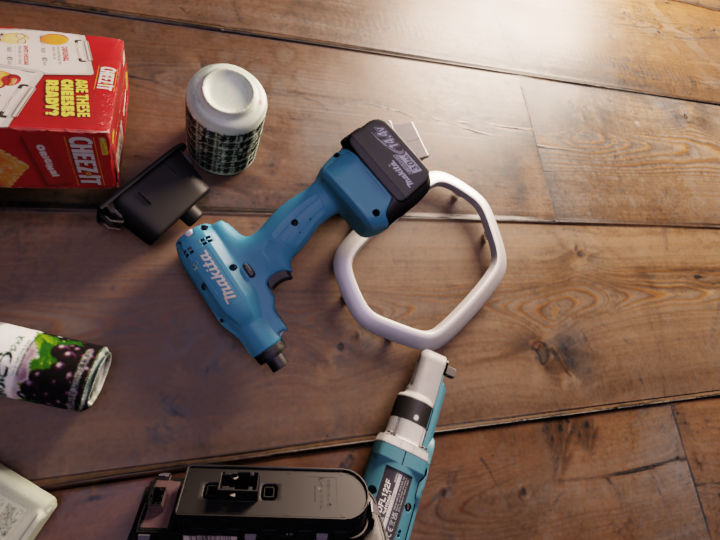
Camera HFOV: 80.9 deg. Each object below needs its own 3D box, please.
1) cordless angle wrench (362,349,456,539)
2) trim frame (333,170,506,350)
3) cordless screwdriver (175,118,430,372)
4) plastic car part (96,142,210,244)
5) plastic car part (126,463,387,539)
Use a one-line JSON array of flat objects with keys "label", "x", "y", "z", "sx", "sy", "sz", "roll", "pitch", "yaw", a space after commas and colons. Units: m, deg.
[{"label": "cordless angle wrench", "x": 0.004, "y": 0.263, "z": 0.366, "sx": 0.099, "sy": 0.073, "sz": 0.425, "roll": 21, "pitch": 63, "yaw": 5}, {"label": "trim frame", "x": 0.078, "y": -0.020, "z": 0.509, "sx": 0.246, "sy": 0.028, "sz": 0.185, "roll": -42, "pitch": 89, "yaw": -22}, {"label": "cordless screwdriver", "x": -0.042, "y": -0.027, "z": 0.425, "sx": 0.247, "sy": 0.074, "sz": 0.161, "roll": -35, "pitch": 86, "yaw": -6}, {"label": "plastic car part", "x": -0.197, "y": -0.071, "z": 0.430, "sx": 0.069, "sy": 0.068, "sz": 0.116, "roll": 50, "pitch": 61, "yaw": -16}, {"label": "plastic car part", "x": -0.079, "y": 0.188, "z": 0.341, "sx": 0.202, "sy": 0.068, "sz": 0.066, "roll": 5, "pitch": 113, "yaw": -4}]
